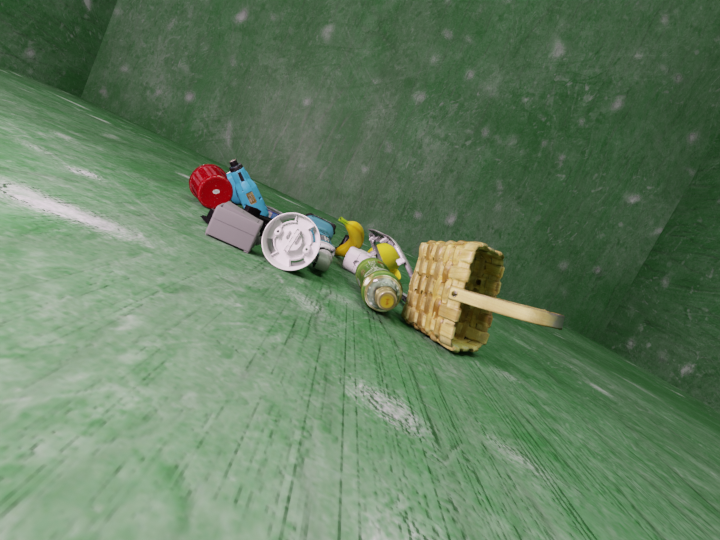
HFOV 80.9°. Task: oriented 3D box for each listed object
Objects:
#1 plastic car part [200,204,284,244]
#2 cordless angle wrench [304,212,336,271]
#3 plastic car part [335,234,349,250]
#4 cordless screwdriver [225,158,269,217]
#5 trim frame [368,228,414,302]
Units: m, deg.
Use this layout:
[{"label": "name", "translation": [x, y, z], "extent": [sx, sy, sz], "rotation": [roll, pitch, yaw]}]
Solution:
[{"label": "plastic car part", "translation": [-0.215, -0.092, 0.853], "extent": [0.070, 0.067, 0.192], "rotation": [23, 1, 43]}, {"label": "cordless angle wrench", "translation": [-0.097, -0.064, 0.997], "extent": [0.096, 0.074, 0.432], "rotation": [24, 10, -13]}, {"label": "plastic car part", "translation": [-0.037, -0.077, 1.255], "extent": [0.066, 0.071, 0.116], "rotation": [24, 5, -1]}, {"label": "cordless screwdriver", "translation": [-0.310, -0.222, 1.090], "extent": [0.261, 0.073, 0.153], "rotation": [39, -26, 59]}, {"label": "trim frame", "translation": [0.065, -0.007, 0.889], "extent": [0.253, 0.027, 0.182], "rotation": [-148, -146, -78]}]
